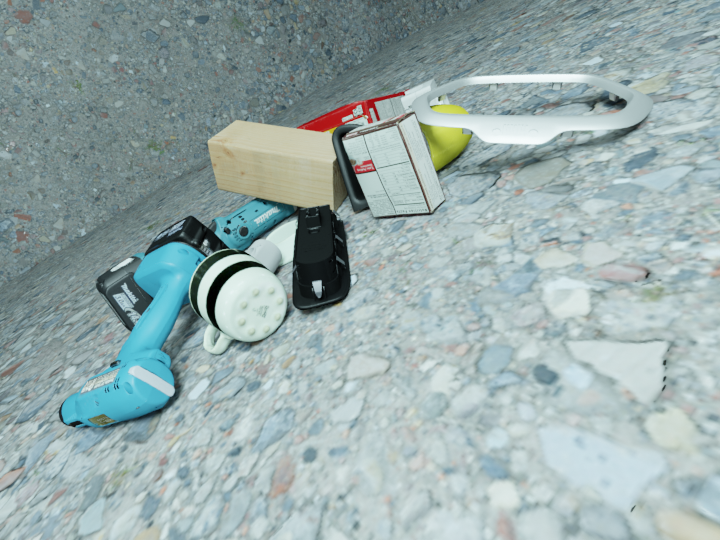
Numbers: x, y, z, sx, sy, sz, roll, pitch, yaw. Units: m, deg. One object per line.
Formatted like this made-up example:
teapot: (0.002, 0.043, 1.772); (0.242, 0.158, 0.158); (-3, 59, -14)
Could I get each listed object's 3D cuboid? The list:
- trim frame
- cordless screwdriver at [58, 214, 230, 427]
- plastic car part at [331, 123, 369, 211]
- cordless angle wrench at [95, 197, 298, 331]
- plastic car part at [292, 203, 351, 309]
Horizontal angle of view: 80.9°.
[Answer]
trim frame: (0.183, -0.191, 0.486); (0.258, 0.026, 0.184); (10, 42, 21)
cordless screwdriver: (-0.250, 0.057, 0.495); (0.163, 0.070, 0.255); (-24, 39, 26)
plastic car part: (0.008, -0.149, 0.597); (0.067, 0.116, 0.069); (-18, 2, 19)
cordless angle wrench: (-0.202, -0.064, 0.683); (0.416, 0.095, 0.078); (-41, 27, -30)
plastic car part: (-0.047, -0.031, 0.485); (0.066, 0.065, 0.210); (-4, 33, -3)
